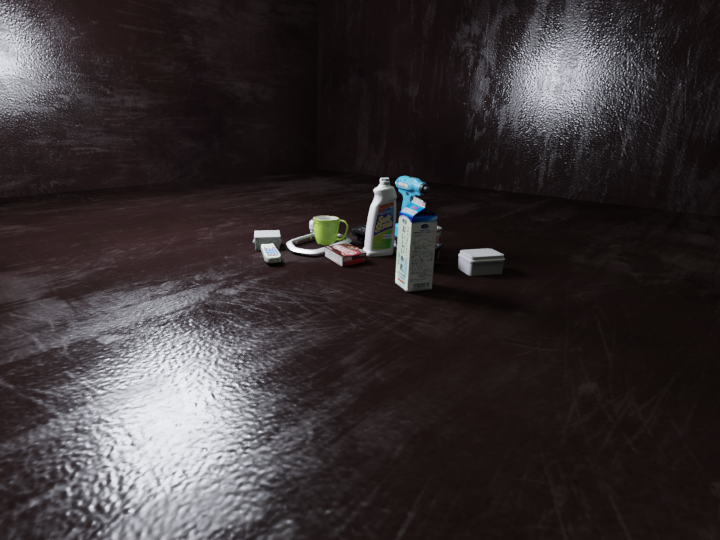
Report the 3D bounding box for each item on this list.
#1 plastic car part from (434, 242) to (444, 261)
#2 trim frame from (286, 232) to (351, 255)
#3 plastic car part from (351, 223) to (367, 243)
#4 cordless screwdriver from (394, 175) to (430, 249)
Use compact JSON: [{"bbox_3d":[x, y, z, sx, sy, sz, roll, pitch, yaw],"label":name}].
[{"bbox_3d":[0.201,-0.044,1.272,0.069,0.070,0.113,10,21,25],"label":"plastic car part"},{"bbox_3d":[-0.143,-0.094,1.466,0.194,0.027,0.240,16,24,36],"label":"trim frame"},{"bbox_3d":[0.031,-0.135,1.532,0.069,0.066,0.199,9,20,21],"label":"plastic car part"},{"bbox_3d":[0.170,-0.182,1.401,0.072,0.244,0.167,-5,19,-24],"label":"cordless screwdriver"}]
